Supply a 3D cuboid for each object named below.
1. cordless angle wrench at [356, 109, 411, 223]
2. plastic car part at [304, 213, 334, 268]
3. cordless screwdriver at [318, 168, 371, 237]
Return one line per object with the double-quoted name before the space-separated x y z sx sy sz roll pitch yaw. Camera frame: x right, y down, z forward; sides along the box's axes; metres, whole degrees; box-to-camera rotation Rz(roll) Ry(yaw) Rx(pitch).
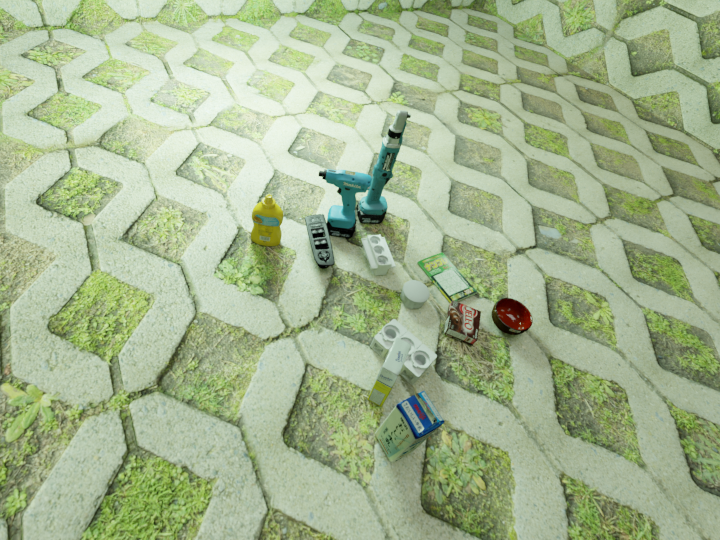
"cordless angle wrench" 0.073 -0.320 1.345 0.096 0.415 0.077 3 51 -13
"plastic car part" -0.131 -0.086 1.340 0.065 0.066 0.212 -5 51 -17
"cordless screwdriver" -0.069 -0.217 1.346 0.159 0.244 0.076 13 49 -4
